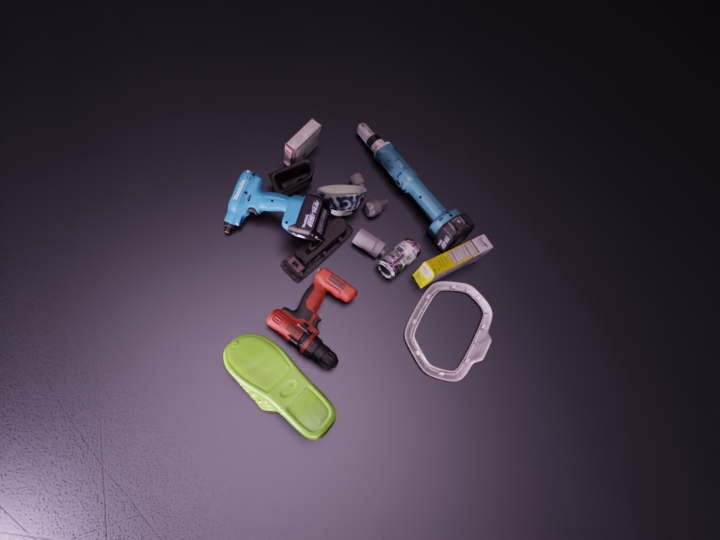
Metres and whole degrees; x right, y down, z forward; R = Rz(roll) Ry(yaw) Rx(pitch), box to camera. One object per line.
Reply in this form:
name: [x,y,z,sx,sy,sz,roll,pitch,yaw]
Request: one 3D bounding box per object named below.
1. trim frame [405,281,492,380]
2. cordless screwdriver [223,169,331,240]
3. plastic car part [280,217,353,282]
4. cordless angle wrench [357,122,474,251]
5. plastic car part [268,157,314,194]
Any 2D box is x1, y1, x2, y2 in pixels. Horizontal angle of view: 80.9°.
trim frame: [0.212,0.134,0.987,0.187,0.027,0.248,32,65,7]
cordless screwdriver: [-0.205,-0.131,0.997,0.258,0.071,0.159,21,85,20]
plastic car part: [-0.100,-0.065,1.022,0.068,0.066,0.200,41,65,16]
cordless angle wrench: [0.120,-0.240,1.109,0.073,0.096,0.438,-31,70,-16]
plastic car part: [-0.165,-0.231,1.079,0.116,0.069,0.068,-24,76,0]
